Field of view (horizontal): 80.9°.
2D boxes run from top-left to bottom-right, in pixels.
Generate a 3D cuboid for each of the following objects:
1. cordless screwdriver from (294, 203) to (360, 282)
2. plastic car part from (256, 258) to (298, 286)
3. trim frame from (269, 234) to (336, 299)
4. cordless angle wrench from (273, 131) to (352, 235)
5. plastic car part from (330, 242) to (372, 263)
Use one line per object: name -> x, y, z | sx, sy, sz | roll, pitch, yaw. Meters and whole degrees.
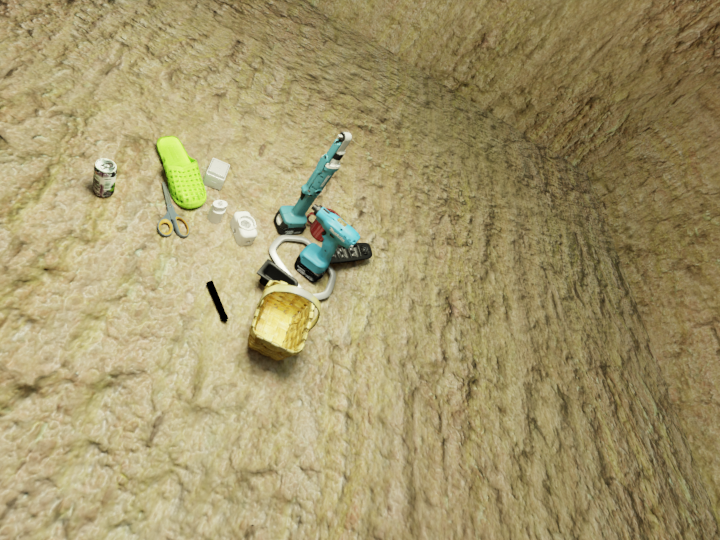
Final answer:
cordless screwdriver -> -0.122, -0.080, 1.251 | 0.159, 0.251, 0.074 | 43, 46, -1
plastic car part -> -0.245, 0.034, 1.215 | 0.116, 0.071, 0.066 | 37, 46, -4
trim frame -> -0.180, -0.013, 1.320 | 0.179, 0.028, 0.254 | -29, 75, -42
cordless angle wrench -> -0.137, -0.251, 1.250 | 0.094, 0.427, 0.077 | -7, 64, -38
plastic car part -> -0.044, -0.052, 1.405 | 0.195, 0.067, 0.069 | -9, 64, -36
